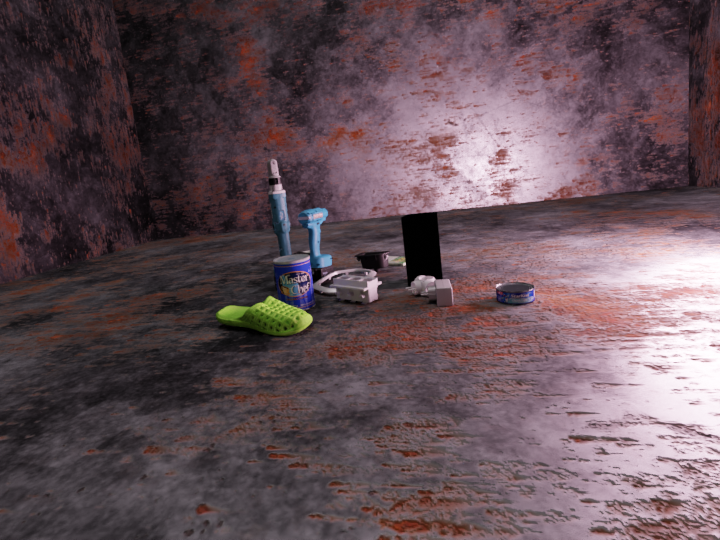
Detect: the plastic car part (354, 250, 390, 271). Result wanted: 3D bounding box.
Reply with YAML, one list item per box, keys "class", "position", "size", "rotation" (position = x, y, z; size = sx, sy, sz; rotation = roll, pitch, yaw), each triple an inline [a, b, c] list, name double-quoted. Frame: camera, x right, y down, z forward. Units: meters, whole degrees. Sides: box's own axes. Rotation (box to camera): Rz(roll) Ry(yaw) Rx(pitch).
- class: "plastic car part"
  position: [0.048, -0.030, 1.478]
  size: [0.122, 0.070, 0.064]
  rotation: [0, 12, 31]

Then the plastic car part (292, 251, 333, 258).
- class: "plastic car part"
  position: [-0.192, -0.032, 1.630]
  size: [0.213, 0.066, 0.064]
  rotation: [4, 15, 42]

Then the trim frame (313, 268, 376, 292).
- class: "trim frame"
  position: [-0.048, 0.033, 1.350]
  size: [0.191, 0.027, 0.242]
  rotation: [-1, 14, 25]

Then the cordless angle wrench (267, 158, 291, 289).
- class: "cordless angle wrench"
  position: [-0.254, -0.143, 1.353]
  size: [0.072, 0.418, 0.102]
  rotation: [-11, 10, -26]

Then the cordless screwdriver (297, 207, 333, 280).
- class: "cordless screwdriver"
  position: [-0.143, -0.094, 1.466]
  size: [0.077, 0.246, 0.154]
  rotation: [-2, 11, 28]
